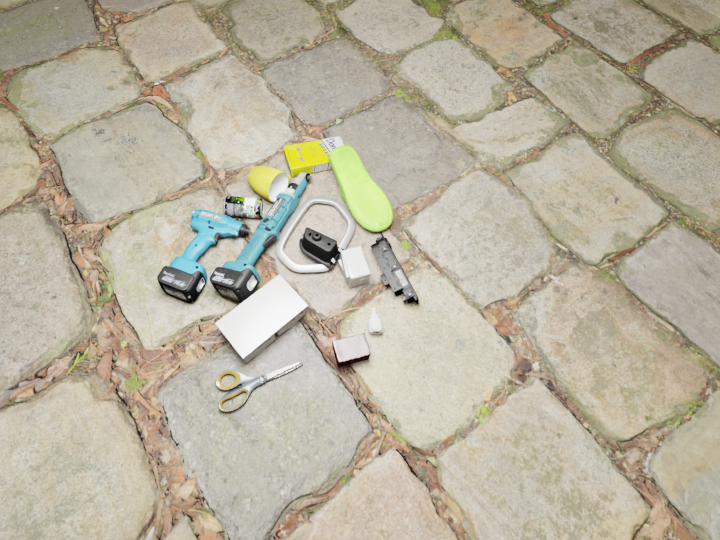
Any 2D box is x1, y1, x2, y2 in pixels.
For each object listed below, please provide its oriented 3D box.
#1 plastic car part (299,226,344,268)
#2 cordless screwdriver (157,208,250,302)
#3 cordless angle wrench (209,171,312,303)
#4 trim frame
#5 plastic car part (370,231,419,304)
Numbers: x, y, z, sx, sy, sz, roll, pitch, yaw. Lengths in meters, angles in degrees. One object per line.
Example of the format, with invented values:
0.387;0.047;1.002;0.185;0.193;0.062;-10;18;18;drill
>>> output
-0.104;-0.068;1.065;0.119;0.069;0.066;30;63;9;plastic car part
-0.391;-0.041;1.070;0.161;0.072;0.252;14;59;5;cordless screwdriver
-0.238;-0.112;1.107;0.102;0.071;0.425;11;57;24;cordless angle wrench
-0.121;-0.098;1.131;0.188;0.027;0.249;23;66;10;trim frame
0.079;-0.002;1.068;0.068;0.063;0.210;-27;65;12;plastic car part
